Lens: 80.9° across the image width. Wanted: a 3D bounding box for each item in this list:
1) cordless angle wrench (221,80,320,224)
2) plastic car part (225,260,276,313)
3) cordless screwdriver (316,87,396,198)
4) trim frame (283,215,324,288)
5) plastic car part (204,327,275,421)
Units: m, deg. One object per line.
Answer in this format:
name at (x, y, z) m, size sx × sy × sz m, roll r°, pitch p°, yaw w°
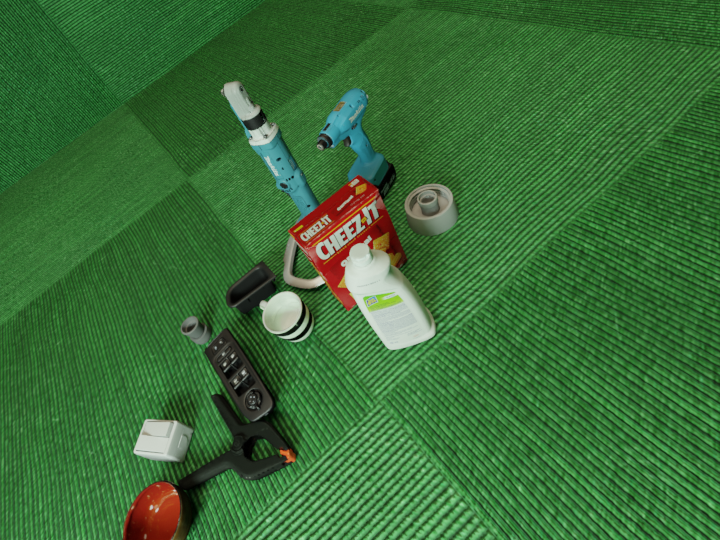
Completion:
cordless angle wrench at (-0.141, -0.184, 0.827) m, size 0.102 × 0.401 × 0.075 m, roll 4°, pitch 56°, yaw 27°
plastic car part at (-0.231, 0.048, 0.919) m, size 0.116 × 0.067 × 0.070 m, roll -41°, pitch 49°, yaw -8°
cordless screwdriver at (-0.010, -0.248, 0.924) m, size 0.078 × 0.236 × 0.159 m, roll 16°, pitch 63°, yaw 33°
trim frame at (-0.094, -0.062, 0.964) m, size 0.189 × 0.026 × 0.254 m, roll -9°, pitch 52°, yaw 20°
plastic car part at (-0.222, 0.203, 0.798) m, size 0.066 × 0.063 × 0.215 m, roll -42°, pitch 48°, yaw -10°
